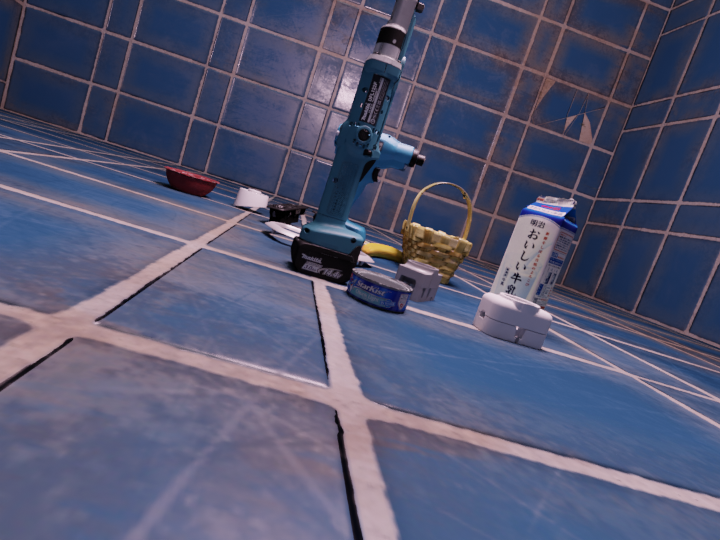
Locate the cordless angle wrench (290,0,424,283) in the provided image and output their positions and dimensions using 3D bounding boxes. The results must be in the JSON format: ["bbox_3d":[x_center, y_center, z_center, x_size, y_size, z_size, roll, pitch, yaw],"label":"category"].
[{"bbox_3d":[0.000,-0.194,0.620,0.096,0.421,0.076,17,7,-12],"label":"cordless angle wrench"}]

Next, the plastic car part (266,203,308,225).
[{"bbox_3d":[-0.205,-0.154,1.148,0.067,0.067,0.200,19,8,7],"label":"plastic car part"}]

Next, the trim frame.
[{"bbox_3d":[-0.089,-0.058,0.906,0.249,0.027,0.185,18,8,0],"label":"trim frame"}]

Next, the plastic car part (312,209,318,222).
[{"bbox_3d":[-0.075,-0.100,1.061,0.119,0.070,0.065,19,8,9],"label":"plastic car part"}]

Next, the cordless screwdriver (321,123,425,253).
[{"bbox_3d":[0.003,-0.121,0.748,0.161,0.248,0.074,19,7,5],"label":"cordless screwdriver"}]
